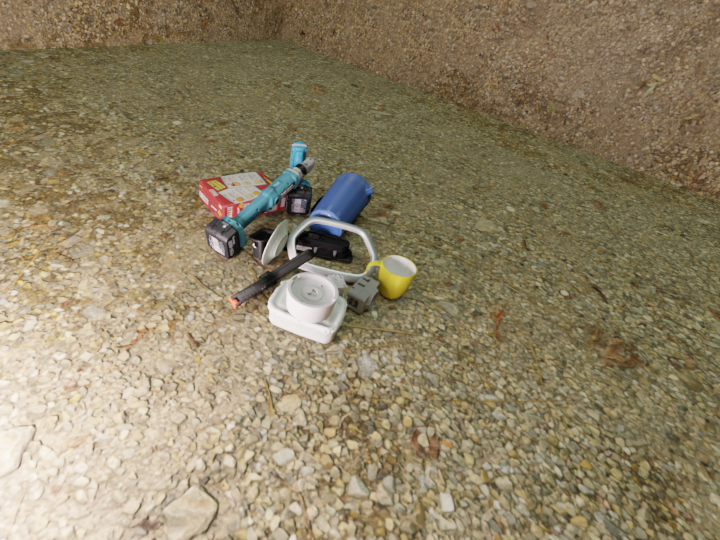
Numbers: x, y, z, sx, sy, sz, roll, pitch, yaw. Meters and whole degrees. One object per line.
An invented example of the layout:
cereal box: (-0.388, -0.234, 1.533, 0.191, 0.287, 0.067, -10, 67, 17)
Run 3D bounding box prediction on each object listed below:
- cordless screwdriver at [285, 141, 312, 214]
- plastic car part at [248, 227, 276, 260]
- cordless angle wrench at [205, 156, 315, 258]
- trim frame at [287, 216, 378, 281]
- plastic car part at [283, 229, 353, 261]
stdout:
cordless screwdriver: (-0.205, -0.283, 1.377, 0.073, 0.156, 0.257, 3, 53, -13)
plastic car part: (-0.252, -0.064, 1.105, 0.068, 0.069, 0.116, 8, 22, 12)
cordless angle wrench: (-0.253, -0.201, 1.175, 0.077, 0.096, 0.420, 29, 55, 14)
trim frame: (-0.073, -0.053, 1.118, 0.246, 0.027, 0.187, 13, 61, -6)
plastic car part: (-0.115, -0.075, 1.173, 0.202, 0.066, 0.067, 15, 29, -2)
